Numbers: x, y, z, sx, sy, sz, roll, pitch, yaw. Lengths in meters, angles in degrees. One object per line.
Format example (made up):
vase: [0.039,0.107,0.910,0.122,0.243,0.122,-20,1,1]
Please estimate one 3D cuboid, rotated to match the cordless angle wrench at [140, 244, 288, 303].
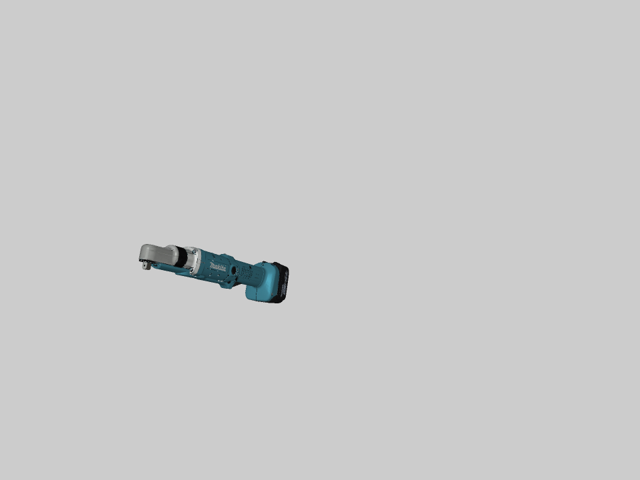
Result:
cordless angle wrench: [-0.196,0.062,0.856,0.074,0.098,0.423,2,-11,24]
